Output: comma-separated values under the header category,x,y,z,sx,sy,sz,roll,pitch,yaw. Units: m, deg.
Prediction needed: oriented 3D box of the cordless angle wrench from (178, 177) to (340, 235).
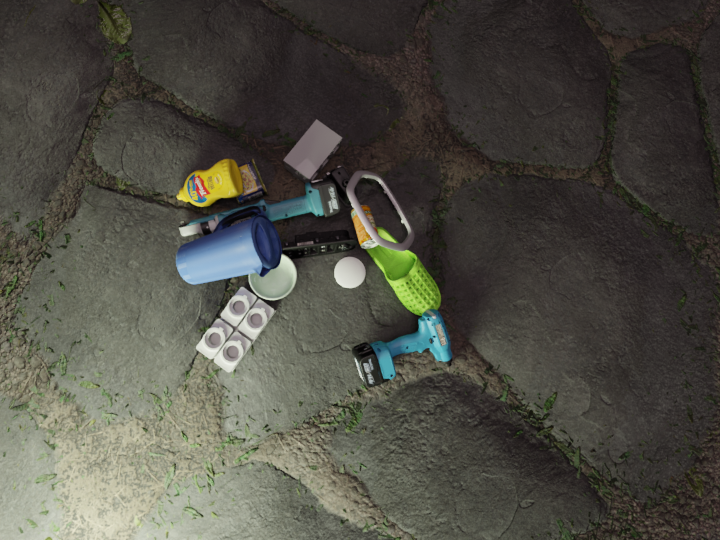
category,x,y,z,sx,sy,sz,roll,pitch,yaw
cordless angle wrench,-0.268,-0.151,1.116,0.422,0.076,0.096,-14,107,-2

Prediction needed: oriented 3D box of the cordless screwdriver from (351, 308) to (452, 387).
category,x,y,z,sx,sy,sz,roll,pitch,yaw
cordless screwdriver,0.113,0.217,1.069,0.247,0.077,0.155,-24,105,-8

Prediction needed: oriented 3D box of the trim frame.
category,x,y,z,sx,sy,sz,roll,pitch,yaw
trim frame,0.054,-0.158,1.114,0.178,0.028,0.253,-23,76,-42

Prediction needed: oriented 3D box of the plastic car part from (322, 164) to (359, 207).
category,x,y,z,sx,sy,sz,roll,pitch,yaw
plastic car part,-0.044,-0.235,1.149,0.066,0.070,0.118,-32,82,-7

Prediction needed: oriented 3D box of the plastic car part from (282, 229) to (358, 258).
category,x,y,z,sx,sy,sz,roll,pitch,yaw
plastic car part,-0.110,-0.072,1.125,0.202,0.064,0.069,-4,56,-3
